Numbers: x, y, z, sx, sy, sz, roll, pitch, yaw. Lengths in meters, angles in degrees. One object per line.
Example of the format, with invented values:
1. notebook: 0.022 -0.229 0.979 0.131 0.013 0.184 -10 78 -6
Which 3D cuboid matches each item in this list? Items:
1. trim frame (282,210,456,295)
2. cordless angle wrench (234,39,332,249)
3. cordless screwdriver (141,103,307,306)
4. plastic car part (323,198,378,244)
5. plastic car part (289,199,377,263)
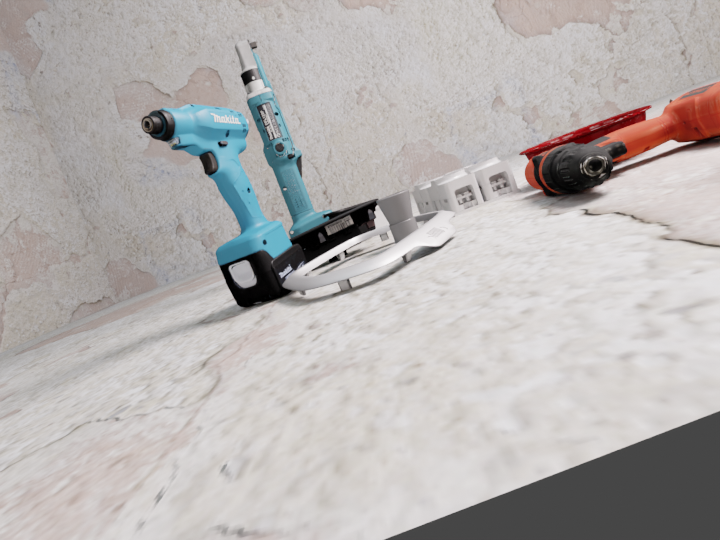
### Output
1. trim frame: 0.015 -0.024 0.494 0.191 0.027 0.242 -14 12 37
2. cordless angle wrench: -0.149 -0.226 0.796 0.098 0.420 0.075 -21 4 -4
3. cordless screwdriver: -0.158 -0.078 0.508 0.076 0.247 0.156 -19 6 23
4. plastic car part: -0.014 -0.083 0.760 0.068 0.070 0.113 -15 10 40
5. plastic car part: -0.063 -0.041 0.642 0.203 0.066 0.067 -21 7 0
